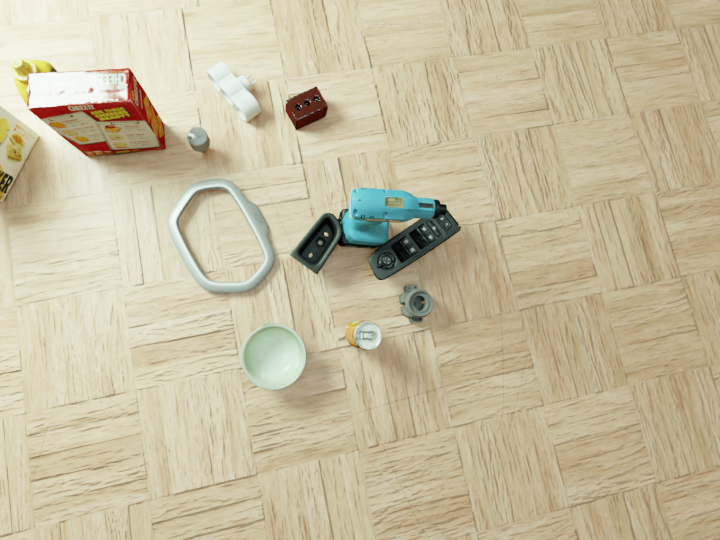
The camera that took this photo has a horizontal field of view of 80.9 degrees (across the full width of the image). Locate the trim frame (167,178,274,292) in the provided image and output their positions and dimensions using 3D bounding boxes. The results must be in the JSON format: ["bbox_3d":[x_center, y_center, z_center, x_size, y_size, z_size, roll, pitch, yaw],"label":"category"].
[{"bbox_3d":[-0.280,-0.070,0.862,0.182,0.027,0.251,-30,85,-9],"label":"trim frame"}]

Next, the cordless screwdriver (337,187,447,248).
[{"bbox_3d":[0.042,-0.094,0.784,0.157,0.250,0.075,3,83,-9],"label":"cordless screwdriver"}]

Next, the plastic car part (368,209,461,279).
[{"bbox_3d":[0.102,-0.053,0.876,0.201,0.067,0.067,-34,88,-10],"label":"plastic car part"}]

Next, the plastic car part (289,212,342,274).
[{"bbox_3d":[-0.084,-0.055,0.856,0.066,0.071,0.116,36,79,-3],"label":"plastic car part"}]
